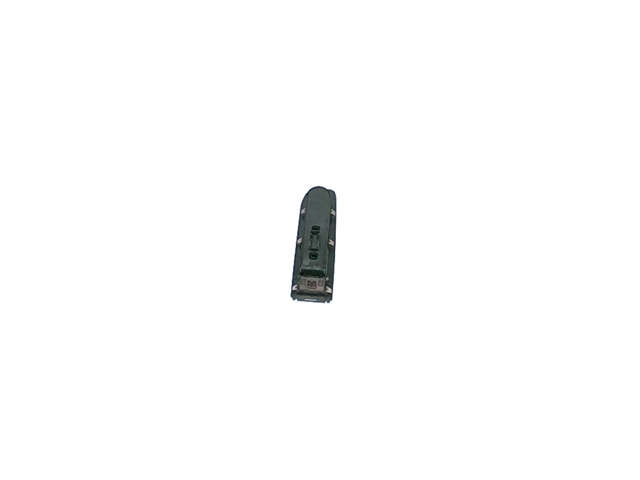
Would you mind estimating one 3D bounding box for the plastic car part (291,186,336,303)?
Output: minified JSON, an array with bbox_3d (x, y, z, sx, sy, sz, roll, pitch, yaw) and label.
[{"bbox_3d":[-0.009,-0.004,0.689,0.066,0.202,0.067,0,-26,9],"label":"plastic car part"}]
